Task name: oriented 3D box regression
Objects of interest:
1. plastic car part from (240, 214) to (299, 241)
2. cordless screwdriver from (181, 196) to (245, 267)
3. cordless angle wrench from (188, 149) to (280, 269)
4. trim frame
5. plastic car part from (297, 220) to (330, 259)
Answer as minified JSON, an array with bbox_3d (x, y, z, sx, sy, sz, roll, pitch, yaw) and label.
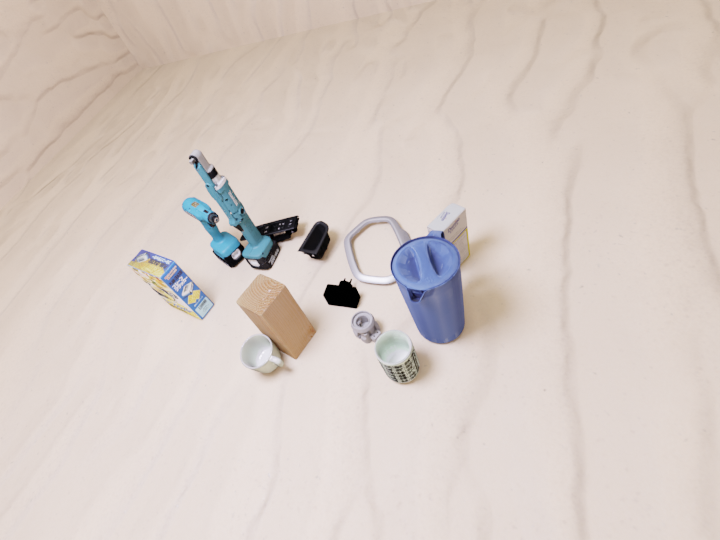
[{"bbox_3d":[-0.282,-0.119,1.337,0.208,0.064,0.068,-8,49,17],"label":"plastic car part"},{"bbox_3d":[-0.425,-0.108,1.271,0.168,0.236,0.074,27,64,37],"label":"cordless screwdriver"},{"bbox_3d":[-0.348,-0.162,1.169,0.077,0.402,0.099,4,53,24],"label":"cordless angle wrench"},{"bbox_3d":[0.050,-0.060,1.169,0.185,0.026,0.259,-21,47,5],"label":"trim frame"},{"bbox_3d":[-0.120,-0.079,1.230,0.069,0.067,0.117,10,56,29],"label":"plastic car part"}]
